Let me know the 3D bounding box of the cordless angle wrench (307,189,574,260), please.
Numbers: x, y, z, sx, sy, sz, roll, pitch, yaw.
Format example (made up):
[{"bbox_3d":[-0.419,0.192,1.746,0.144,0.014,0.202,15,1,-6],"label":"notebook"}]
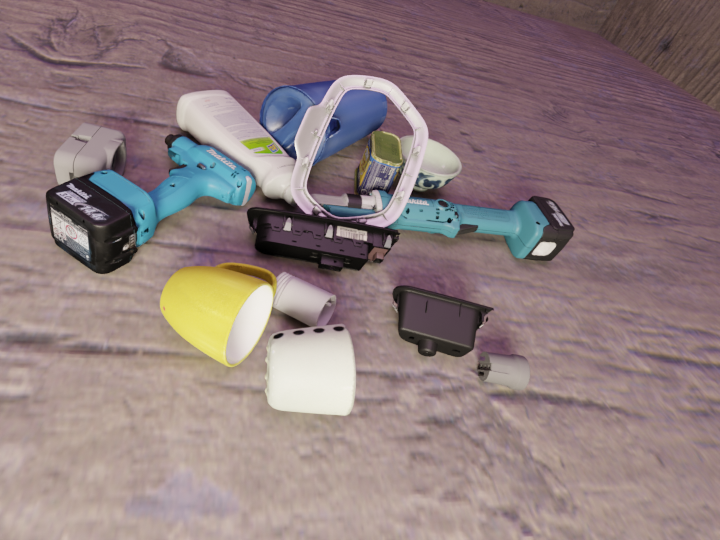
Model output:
[{"bbox_3d":[0.121,-0.083,0.663,0.414,0.073,0.102,5,46,-13],"label":"cordless angle wrench"}]

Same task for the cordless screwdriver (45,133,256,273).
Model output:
[{"bbox_3d":[-0.270,-0.108,0.543,0.164,0.073,0.245,33,41,13],"label":"cordless screwdriver"}]

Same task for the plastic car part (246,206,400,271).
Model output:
[{"bbox_3d":[-0.055,-0.036,0.561,0.200,0.066,0.068,14,69,-9],"label":"plastic car part"}]

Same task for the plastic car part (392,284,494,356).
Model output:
[{"bbox_3d":[0.090,0.069,0.509,0.116,0.065,0.072,13,58,-4],"label":"plastic car part"}]

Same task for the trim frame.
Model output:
[{"bbox_3d":[-0.001,-0.171,0.609,0.183,0.027,0.249,22,80,-4],"label":"trim frame"}]
